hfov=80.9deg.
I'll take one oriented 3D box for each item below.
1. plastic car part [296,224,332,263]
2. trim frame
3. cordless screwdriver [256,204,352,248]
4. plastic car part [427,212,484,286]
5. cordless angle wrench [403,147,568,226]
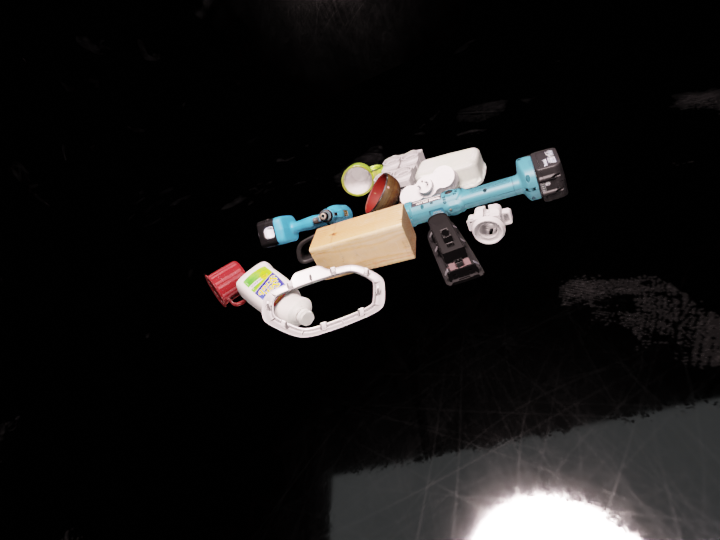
[{"bbox_3d":[-0.103,-0.067,1.051,0.118,0.065,0.071,-23,14,14],"label":"plastic car part"},{"bbox_3d":[-0.069,0.048,0.810,0.244,0.026,0.194,-20,36,-16],"label":"trim frame"},{"bbox_3d":[-0.155,-0.118,1.095,0.256,0.074,0.155,-12,3,22],"label":"cordless screwdriver"},{"bbox_3d":[0.166,-0.053,0.809,0.067,0.064,0.208,-28,27,13],"label":"plastic car part"},{"bbox_3d":[0.202,-0.149,0.917,0.437,0.071,0.099,-13,32,27],"label":"cordless angle wrench"}]
